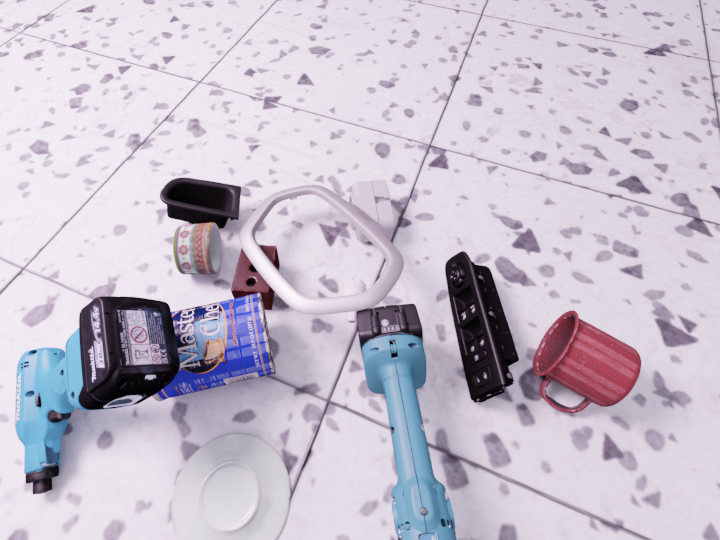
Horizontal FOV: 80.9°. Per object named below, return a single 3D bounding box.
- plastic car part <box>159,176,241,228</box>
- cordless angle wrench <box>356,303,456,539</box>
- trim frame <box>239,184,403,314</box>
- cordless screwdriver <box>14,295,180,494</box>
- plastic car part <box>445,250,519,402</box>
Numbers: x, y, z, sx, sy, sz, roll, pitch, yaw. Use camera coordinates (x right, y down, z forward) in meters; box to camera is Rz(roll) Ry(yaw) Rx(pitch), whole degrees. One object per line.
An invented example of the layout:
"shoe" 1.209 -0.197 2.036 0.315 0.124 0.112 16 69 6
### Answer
"plastic car part" -0.251 -0.099 0.663 0.113 0.070 0.068 7 56 -16
"cordless angle wrench" 0.057 0.226 0.393 0.075 0.094 0.439 -9 48 1
"trim frame" -0.057 -0.037 0.581 0.181 0.026 0.262 -33 55 -20
"cordless screwdriver" -0.294 0.133 0.447 0.255 0.070 0.164 -28 66 29
"plastic car part" 0.163 0.063 0.562 0.066 0.065 0.210 0 56 -14
